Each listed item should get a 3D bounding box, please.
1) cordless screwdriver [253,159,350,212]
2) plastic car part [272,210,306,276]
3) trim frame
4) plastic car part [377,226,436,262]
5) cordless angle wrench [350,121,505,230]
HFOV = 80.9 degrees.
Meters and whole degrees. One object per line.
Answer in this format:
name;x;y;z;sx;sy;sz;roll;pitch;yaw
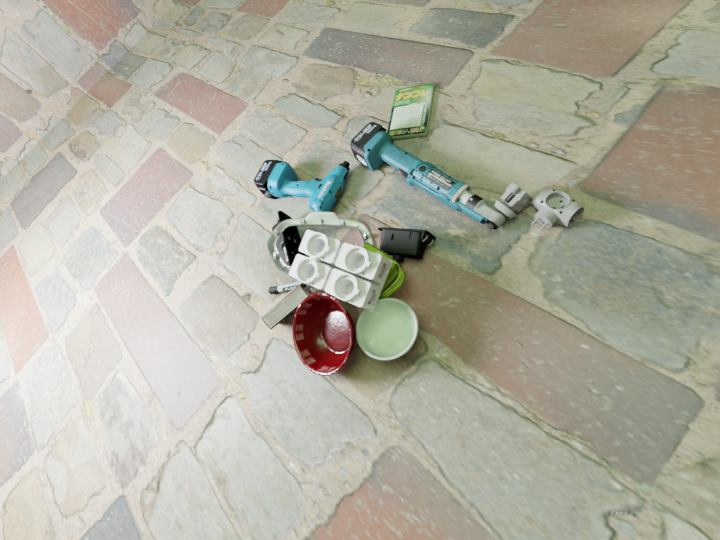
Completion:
cordless screwdriver;-0.154;-0.244;1.131;0.262;0.070;0.159;20;73;30
plastic car part;-0.178;-0.059;1.046;0.068;0.063;0.211;-41;49;32
trim frame;-0.095;-0.062;0.976;0.252;0.026;0.188;1;53;8
plastic car part;0.091;-0.052;0.905;0.122;0.062;0.071;4;79;32
cordless angle wrench;0.145;-0.215;0.963;0.098;0.070;0.447;-46;55;-4
